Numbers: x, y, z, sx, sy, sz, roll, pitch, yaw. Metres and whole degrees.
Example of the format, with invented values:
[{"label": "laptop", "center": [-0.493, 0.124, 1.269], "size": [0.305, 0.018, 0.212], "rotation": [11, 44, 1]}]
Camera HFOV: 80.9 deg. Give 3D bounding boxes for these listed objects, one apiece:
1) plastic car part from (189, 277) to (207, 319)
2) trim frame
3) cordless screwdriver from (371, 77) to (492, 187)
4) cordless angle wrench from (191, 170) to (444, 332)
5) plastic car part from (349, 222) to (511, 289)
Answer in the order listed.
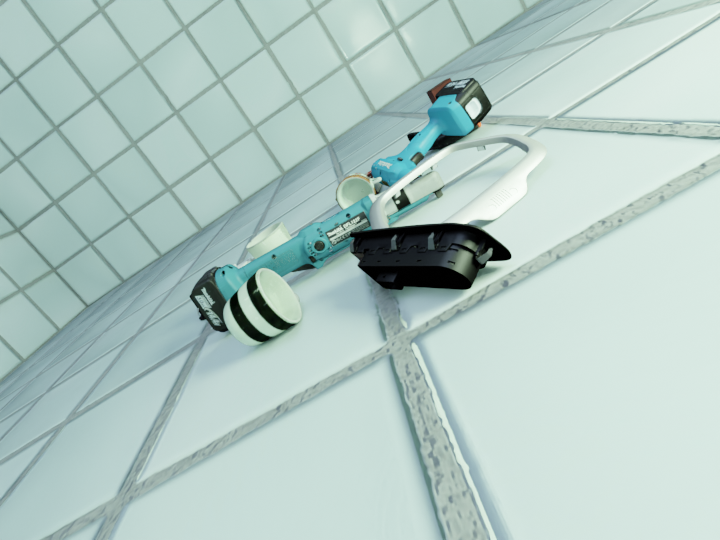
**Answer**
[{"label": "plastic car part", "center": [-0.297, 0.040, 0.861], "size": [0.115, 0.069, 0.068], "rotation": [-38, 16, -19]}, {"label": "trim frame", "center": [0.119, -0.110, 0.553], "size": [0.246, 0.026, 0.194], "rotation": [-37, 34, -14]}, {"label": "cordless screwdriver", "center": [0.141, -0.248, 0.797], "size": [0.249, 0.071, 0.167], "rotation": [-45, 30, -1]}, {"label": "cordless angle wrench", "center": [-0.065, -0.043, 0.667], "size": [0.426, 0.096, 0.075], "rotation": [-28, 14, 7]}, {"label": "plastic car part", "center": [0.054, -0.013, 0.449], "size": [0.211, 0.064, 0.067], "rotation": [-5, 44, 54]}]
